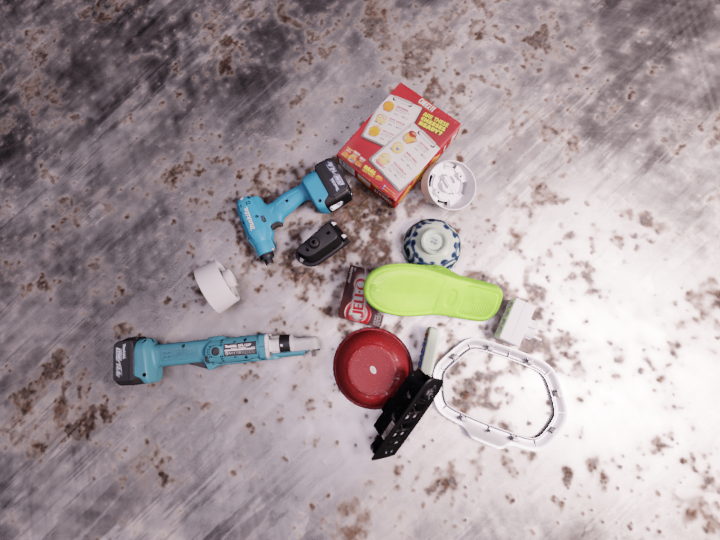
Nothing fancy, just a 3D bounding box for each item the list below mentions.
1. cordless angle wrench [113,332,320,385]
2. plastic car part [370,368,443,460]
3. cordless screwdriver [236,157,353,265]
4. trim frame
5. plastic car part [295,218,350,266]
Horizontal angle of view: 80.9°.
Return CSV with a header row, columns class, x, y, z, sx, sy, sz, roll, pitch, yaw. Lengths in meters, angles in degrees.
class,x,y,z,sx,sy,sz,roll,pitch,yaw
cordless angle wrench,-0.294,0.169,0.878,0.426,0.073,0.099,-7,79,5
plastic car part,0.080,0.260,0.781,0.203,0.063,0.071,-57,39,21
cordless screwdriver,-0.135,-0.126,0.912,0.250,0.072,0.162,-24,77,7
trim frame,0.263,0.236,0.802,0.253,0.027,0.184,19,83,10
plastic car part,-0.087,-0.057,0.891,0.116,0.069,0.068,-37,78,-4
